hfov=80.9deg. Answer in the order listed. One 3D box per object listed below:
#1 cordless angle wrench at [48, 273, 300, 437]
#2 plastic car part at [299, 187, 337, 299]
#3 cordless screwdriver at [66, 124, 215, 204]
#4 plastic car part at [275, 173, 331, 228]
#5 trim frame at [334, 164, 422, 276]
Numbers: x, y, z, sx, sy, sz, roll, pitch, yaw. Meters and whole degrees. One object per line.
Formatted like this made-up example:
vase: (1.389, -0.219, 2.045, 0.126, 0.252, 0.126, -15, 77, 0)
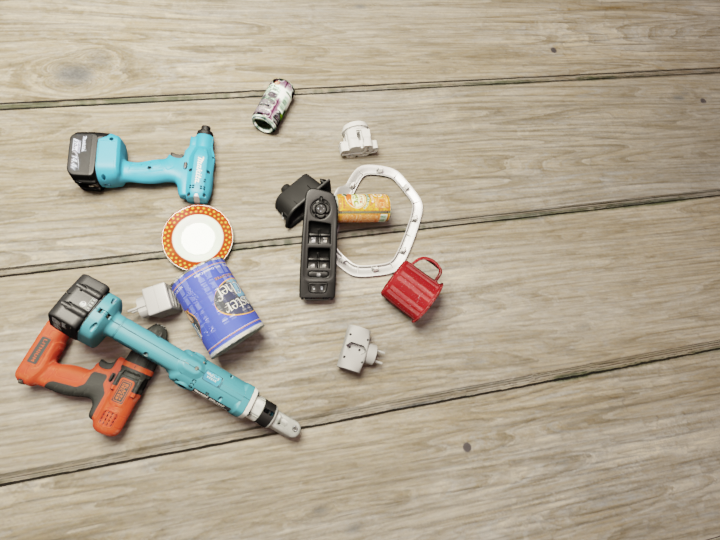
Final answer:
cordless angle wrench: (-0.270, 0.157, 0.667, 0.413, 0.099, 0.075, 35, 55, -12)
plastic car part: (-0.077, -0.050, 0.786, 0.066, 0.068, 0.201, 3, 98, -4)
cordless screwdriver: (-0.401, -0.214, 0.796, 0.244, 0.074, 0.162, 5, 74, -11)
plastic car part: (-0.121, -0.145, 0.827, 0.115, 0.064, 0.074, -38, 70, -13)
trim frame: (0.026, -0.104, 0.849, 0.184, 0.027, 0.249, 23, 74, 0)
